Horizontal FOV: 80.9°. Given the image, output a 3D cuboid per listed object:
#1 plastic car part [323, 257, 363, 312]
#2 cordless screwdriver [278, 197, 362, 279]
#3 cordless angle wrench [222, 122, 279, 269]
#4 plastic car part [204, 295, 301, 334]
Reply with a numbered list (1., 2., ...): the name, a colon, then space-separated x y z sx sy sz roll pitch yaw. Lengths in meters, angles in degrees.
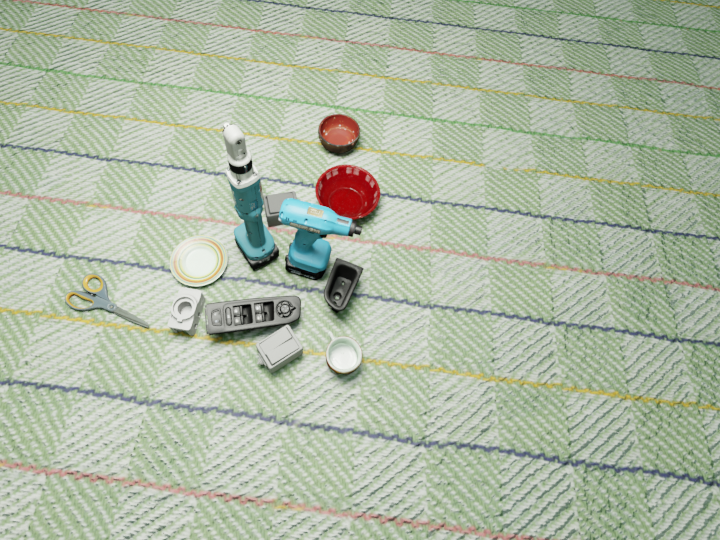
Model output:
1. plastic car part: -0.046 0.043 0.944 0.067 0.070 0.117 21 65 4
2. cordless screwdriver: -0.087 -0.057 0.893 0.160 0.244 0.075 17 65 1
3. cordless angle wrench: -0.219 -0.128 0.826 0.073 0.416 0.101 -31 74 -19
4. plastic car part: -0.227 0.098 0.910 0.201 0.066 0.068 -8 66 -7
